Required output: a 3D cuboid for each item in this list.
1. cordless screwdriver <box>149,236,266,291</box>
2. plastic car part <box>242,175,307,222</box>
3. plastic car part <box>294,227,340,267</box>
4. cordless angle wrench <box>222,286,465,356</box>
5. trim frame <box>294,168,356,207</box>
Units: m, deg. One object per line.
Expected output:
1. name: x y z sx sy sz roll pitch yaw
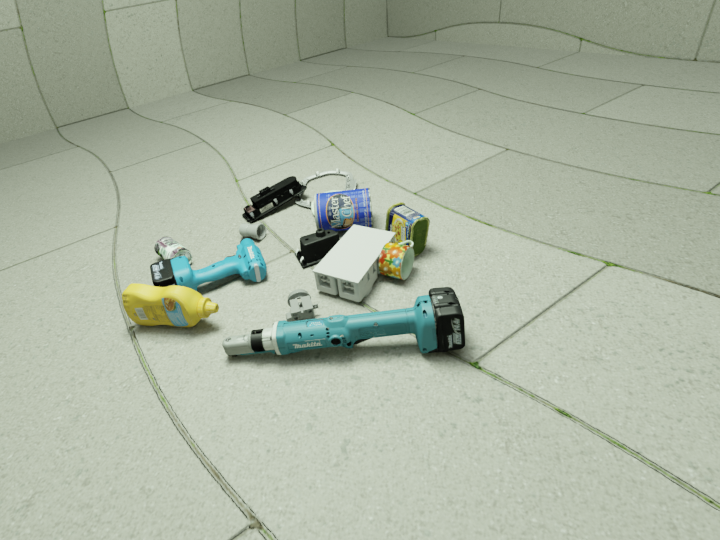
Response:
1. cordless screwdriver: -0.351 -0.011 0.981 0.244 0.072 0.167 -15 37 -14
2. plastic car part: -0.252 -0.216 1.220 0.200 0.064 0.070 -30 32 -19
3. plastic car part: -0.097 -0.064 0.995 0.115 0.068 0.069 -21 39 -12
4. cordless angle wrench: -0.041 0.108 0.745 0.428 0.094 0.076 -8 32 8
5. trim frame: -0.103 -0.251 1.278 0.187 0.026 0.254 -2 36 8
